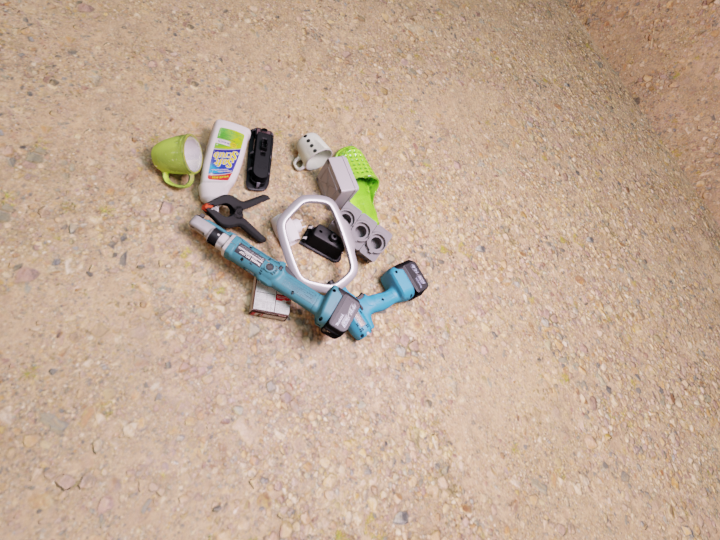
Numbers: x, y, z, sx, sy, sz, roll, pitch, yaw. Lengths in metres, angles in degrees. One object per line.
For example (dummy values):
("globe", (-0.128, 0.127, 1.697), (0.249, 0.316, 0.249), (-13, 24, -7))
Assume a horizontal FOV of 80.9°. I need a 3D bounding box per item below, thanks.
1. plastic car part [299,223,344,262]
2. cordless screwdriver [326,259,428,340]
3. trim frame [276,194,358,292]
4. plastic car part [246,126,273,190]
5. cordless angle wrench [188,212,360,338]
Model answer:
("plastic car part", (-0.086, -0.076, 1.077), (0.115, 0.071, 0.066), (30, 59, -6))
("cordless screwdriver", (0.040, 0.048, 1.071), (0.243, 0.075, 0.162), (-30, 81, -28))
("trim frame", (-0.100, -0.065, 1.020), (0.181, 0.028, 0.251), (-19, 82, -15))
("plastic car part", (-0.261, -0.302, 1.119), (0.063, 0.068, 0.207), (14, 63, -28))
("cordless angle wrench", (-0.203, 0.001, 0.943), (0.425, 0.074, 0.098), (32, 62, 2))
